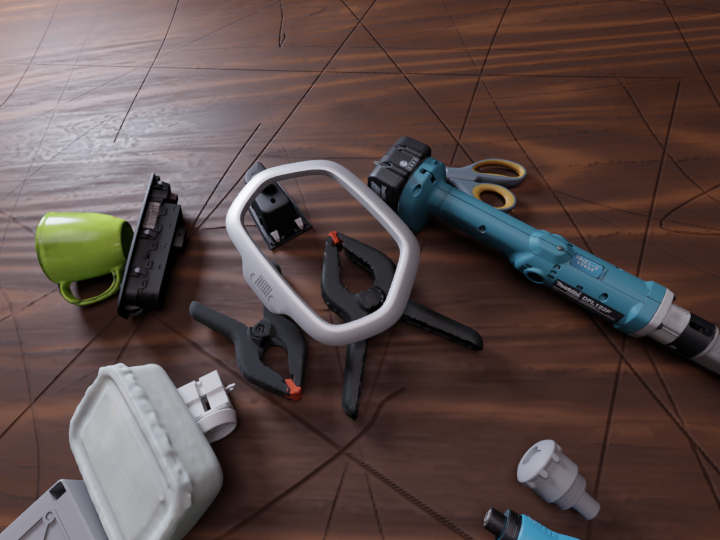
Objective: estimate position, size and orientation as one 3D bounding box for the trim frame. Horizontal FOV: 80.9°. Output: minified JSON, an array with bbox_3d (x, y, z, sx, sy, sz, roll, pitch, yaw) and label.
[{"bbox_3d":[-0.048,-0.031,0.489,0.183,0.027,0.257,-39,71,-13],"label":"trim frame"}]

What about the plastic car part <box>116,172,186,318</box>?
[{"bbox_3d":[-0.272,-0.028,0.562,0.065,0.066,0.208,13,58,-16],"label":"plastic car part"}]

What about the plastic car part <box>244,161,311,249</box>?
[{"bbox_3d":[-0.125,-0.099,0.571,0.065,0.068,0.122,-30,64,-11],"label":"plastic car part"}]

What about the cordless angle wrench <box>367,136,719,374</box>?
[{"bbox_3d":[0.201,-0.013,0.463,0.440,0.094,0.074,33,72,20],"label":"cordless angle wrench"}]

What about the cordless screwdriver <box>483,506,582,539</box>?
[{"bbox_3d":[0.128,0.319,0.290,0.165,0.072,0.248,25,63,20],"label":"cordless screwdriver"}]
